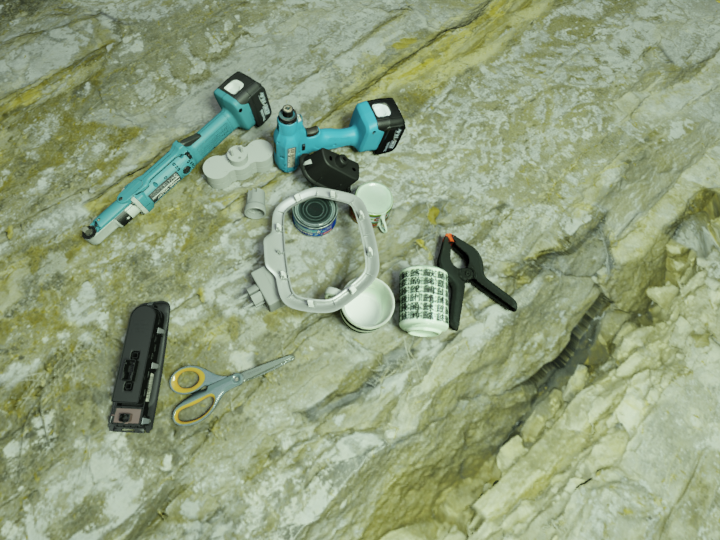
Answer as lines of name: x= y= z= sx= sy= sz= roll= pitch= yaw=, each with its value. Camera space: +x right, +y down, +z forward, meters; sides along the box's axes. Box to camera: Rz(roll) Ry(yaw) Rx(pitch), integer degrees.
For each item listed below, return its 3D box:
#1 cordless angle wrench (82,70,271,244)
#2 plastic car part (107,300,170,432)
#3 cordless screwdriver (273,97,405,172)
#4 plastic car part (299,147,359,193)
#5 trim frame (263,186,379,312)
cordless angle wrench: x=-0.341 y=-0.204 z=0.791 sx=0.077 sy=0.095 sz=0.421 roll=36 pitch=74 yaw=18
plastic car part: x=-0.346 y=0.139 z=0.655 sx=0.067 sy=0.065 sz=0.208 roll=-1 pitch=64 yaw=2
cordless screwdriver: x=-0.041 y=-0.267 z=0.789 sx=0.245 sy=0.157 sz=0.076 roll=-16 pitch=72 yaw=-12
plastic car part: x=-0.047 y=-0.186 z=0.773 sx=0.110 sy=0.073 sz=0.067 roll=20 pitch=61 yaw=-39
trim frame: x=-0.068 y=-0.045 z=0.700 sx=0.185 sy=0.026 sz=0.257 roll=-13 pitch=59 yaw=4
